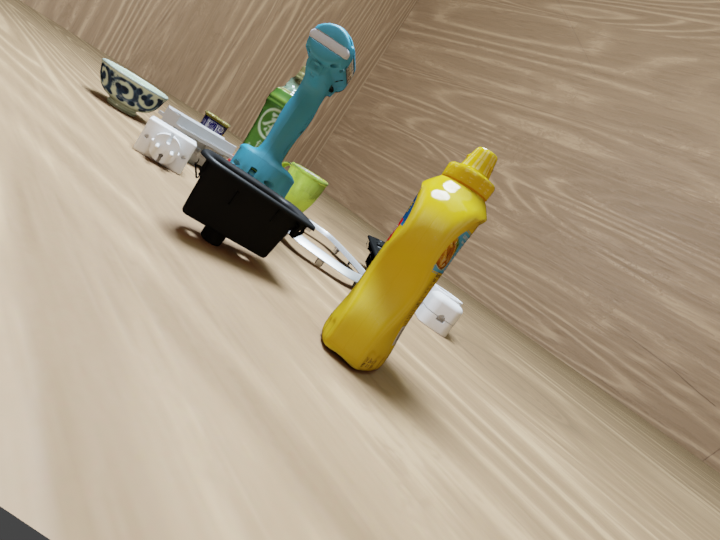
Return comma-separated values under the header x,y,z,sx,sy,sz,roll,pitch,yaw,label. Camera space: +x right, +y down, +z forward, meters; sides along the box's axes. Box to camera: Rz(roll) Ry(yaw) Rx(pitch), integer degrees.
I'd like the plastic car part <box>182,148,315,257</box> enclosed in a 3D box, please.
x,y,z,sx,sy,sz,roll,pitch,yaw,label
-0.111,-0.052,0.384,0.110,0.071,0.070,28,10,-36,plastic car part

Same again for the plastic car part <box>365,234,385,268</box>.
x,y,z,sx,sy,sz,roll,pitch,yaw,label
0.038,-0.011,0.748,0.065,0.067,0.206,33,8,-11,plastic car part

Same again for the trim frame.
x,y,z,sx,sy,sz,roll,pitch,yaw,label
-0.065,-0.043,0.667,0.175,0.027,0.262,28,10,-35,trim frame

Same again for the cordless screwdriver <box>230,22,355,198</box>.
x,y,z,sx,sy,sz,roll,pitch,yaw,label
-0.089,-0.170,0.533,0.074,0.249,0.160,34,8,-4,cordless screwdriver
